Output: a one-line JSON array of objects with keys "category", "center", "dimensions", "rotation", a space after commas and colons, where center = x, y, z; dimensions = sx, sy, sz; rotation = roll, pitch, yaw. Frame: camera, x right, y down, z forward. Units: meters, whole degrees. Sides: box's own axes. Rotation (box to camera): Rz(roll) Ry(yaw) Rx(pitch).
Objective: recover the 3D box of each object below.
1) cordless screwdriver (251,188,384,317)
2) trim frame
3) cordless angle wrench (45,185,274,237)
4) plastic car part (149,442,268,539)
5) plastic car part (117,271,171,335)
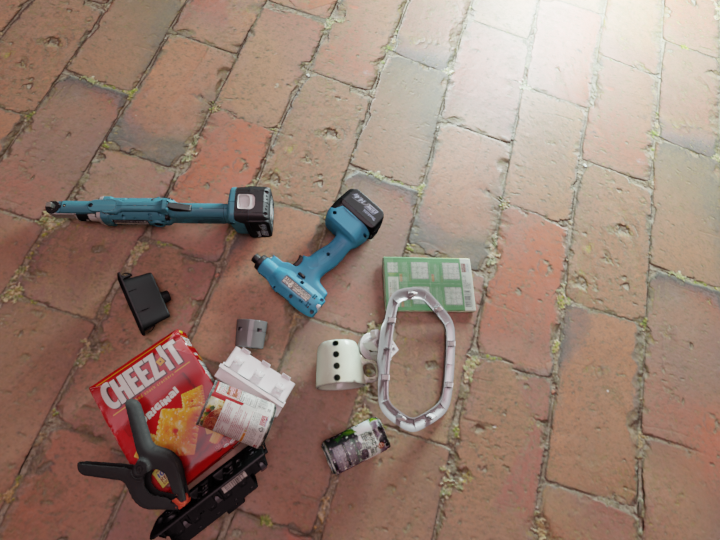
[{"category": "cordless screwdriver", "center": [-0.079, -0.052, 0.812], "dimensions": [0.162, 0.073, 0.248], "rotation": [37, 76, 7]}, {"category": "trim frame", "center": [0.101, 0.151, 0.744], "dimensions": [0.176, 0.028, 0.252], "rotation": [19, 70, -25]}, {"category": "cordless angle wrench", "center": [-0.380, -0.112, 0.805], "dimensions": [0.423, 0.096, 0.076], "rotation": [1, 72, 0]}, {"category": "plastic car part", "center": [-0.228, 0.354, 0.665], "dimensions": [0.200, 0.069, 0.066], "rotation": [-30, 104, -16]}, {"category": "plastic car part", "center": [-0.381, 0.052, 0.760], "dimensions": [0.069, 0.066, 0.119], "rotation": [-27, 79, -30]}]
